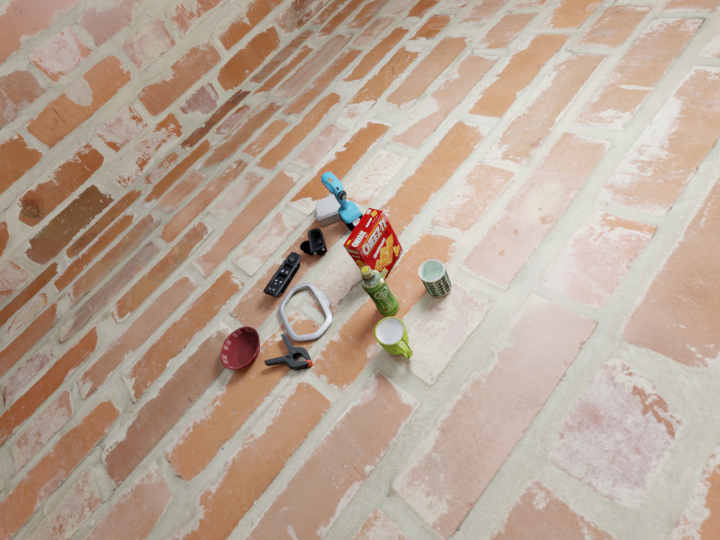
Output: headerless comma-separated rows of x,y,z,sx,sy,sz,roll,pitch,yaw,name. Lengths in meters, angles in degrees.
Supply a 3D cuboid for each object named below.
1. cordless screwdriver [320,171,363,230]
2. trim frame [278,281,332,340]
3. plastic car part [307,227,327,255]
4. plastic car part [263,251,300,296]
-0.055,-0.243,1.569,0.074,0.235,0.168,-35,46,-1,cordless screwdriver
-0.194,0.143,1.492,0.184,0.026,0.262,-36,46,0,trim frame
-0.160,-0.105,1.637,0.067,0.067,0.121,-24,47,10,plastic car part
-0.284,0.020,1.612,0.070,0.063,0.203,10,61,34,plastic car part
